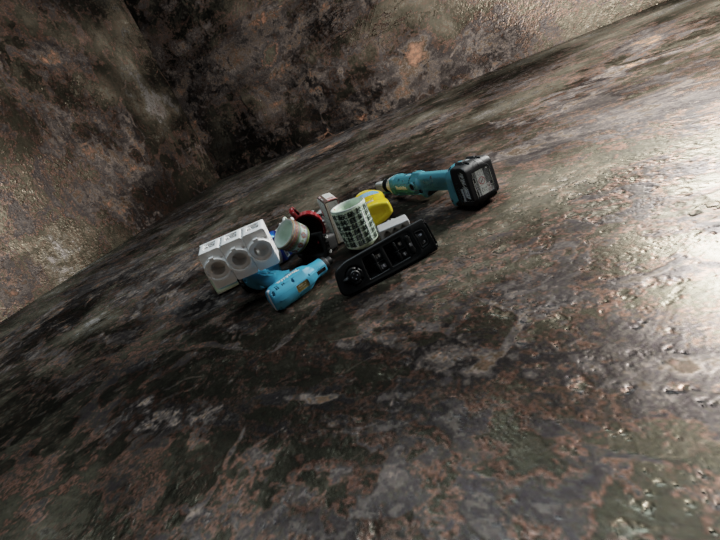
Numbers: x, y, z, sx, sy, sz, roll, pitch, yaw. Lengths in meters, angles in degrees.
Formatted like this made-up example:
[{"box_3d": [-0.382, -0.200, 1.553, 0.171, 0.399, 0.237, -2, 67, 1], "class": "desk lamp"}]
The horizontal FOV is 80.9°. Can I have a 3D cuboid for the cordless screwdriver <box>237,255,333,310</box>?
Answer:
[{"box_3d": [-0.182, 0.001, 0.955, 0.157, 0.072, 0.262, -37, 29, -25], "class": "cordless screwdriver"}]

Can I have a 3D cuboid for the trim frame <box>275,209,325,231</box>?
[{"box_3d": [-0.151, -0.157, 1.272, 0.260, 0.027, 0.180, -5, 21, 42], "class": "trim frame"}]

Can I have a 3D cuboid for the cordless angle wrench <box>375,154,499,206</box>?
[{"box_3d": [0.149, -0.215, 1.048, 0.073, 0.095, 0.441, -29, 20, -20], "class": "cordless angle wrench"}]

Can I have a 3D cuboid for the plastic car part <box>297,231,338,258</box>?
[{"box_3d": [-0.101, -0.066, 1.034, 0.069, 0.065, 0.122, -23, 13, -38], "class": "plastic car part"}]

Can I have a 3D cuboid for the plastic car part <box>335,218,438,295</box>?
[{"box_3d": [0.039, -0.024, 0.797, 0.201, 0.065, 0.069, -30, 12, -10], "class": "plastic car part"}]
